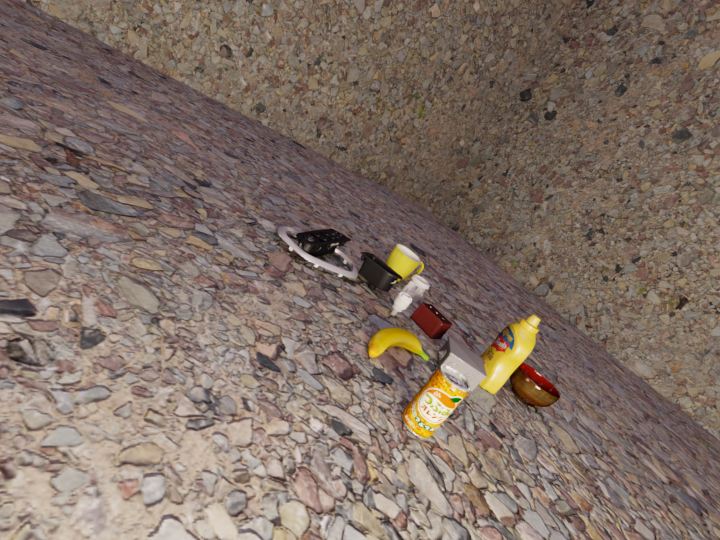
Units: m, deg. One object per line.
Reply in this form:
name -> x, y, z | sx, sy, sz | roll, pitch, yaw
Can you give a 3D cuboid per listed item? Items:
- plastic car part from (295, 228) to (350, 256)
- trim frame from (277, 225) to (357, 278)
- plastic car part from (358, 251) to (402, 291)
plastic car part -> -0.104, -0.068, 1.061 | 0.069, 0.067, 0.196 | 39, 18, 17
trim frame -> -0.105, -0.046, 1.067 | 0.236, 0.027, 0.194 | 20, 21, -34
plastic car part -> 0.041, 0.011, 1.088 | 0.122, 0.071, 0.063 | 43, 20, 29
